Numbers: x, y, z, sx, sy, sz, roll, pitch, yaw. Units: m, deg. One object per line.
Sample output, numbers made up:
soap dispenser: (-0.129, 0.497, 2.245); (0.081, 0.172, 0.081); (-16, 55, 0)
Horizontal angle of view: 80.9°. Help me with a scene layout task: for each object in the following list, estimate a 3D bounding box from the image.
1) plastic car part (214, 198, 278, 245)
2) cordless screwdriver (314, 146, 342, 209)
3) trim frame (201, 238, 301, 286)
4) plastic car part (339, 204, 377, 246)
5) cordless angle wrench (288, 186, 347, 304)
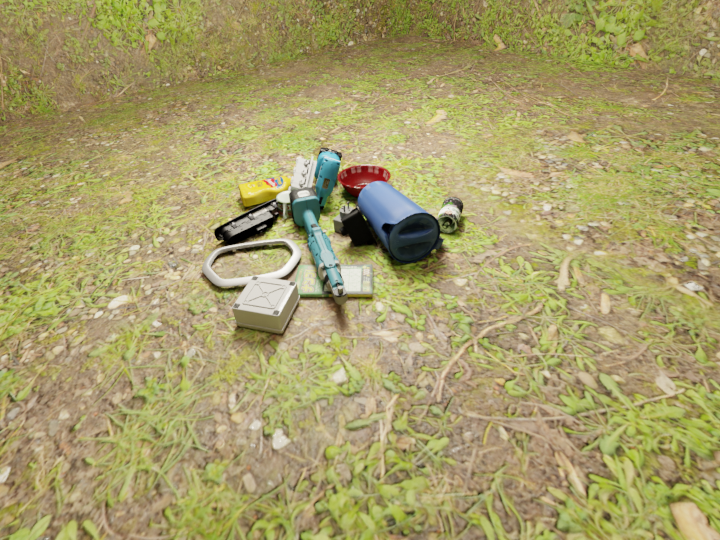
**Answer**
plastic car part: (-0.303, -0.123, 1.161); (0.198, 0.065, 0.069); (-28, 69, -28)
cordless screwdriver: (-0.108, -0.285, 1.294); (0.073, 0.157, 0.255); (15, 23, -10)
trim frame: (-0.269, -0.024, 1.051); (0.247, 0.026, 0.192); (-11, 39, -4)
plastic car part: (-0.015, -0.107, 1.064); (0.071, 0.110, 0.069); (-31, 38, 4)
cordless angle wrench: (-0.100, -0.065, 1.023); (0.073, 0.094, 0.443); (-13, 39, -11)
